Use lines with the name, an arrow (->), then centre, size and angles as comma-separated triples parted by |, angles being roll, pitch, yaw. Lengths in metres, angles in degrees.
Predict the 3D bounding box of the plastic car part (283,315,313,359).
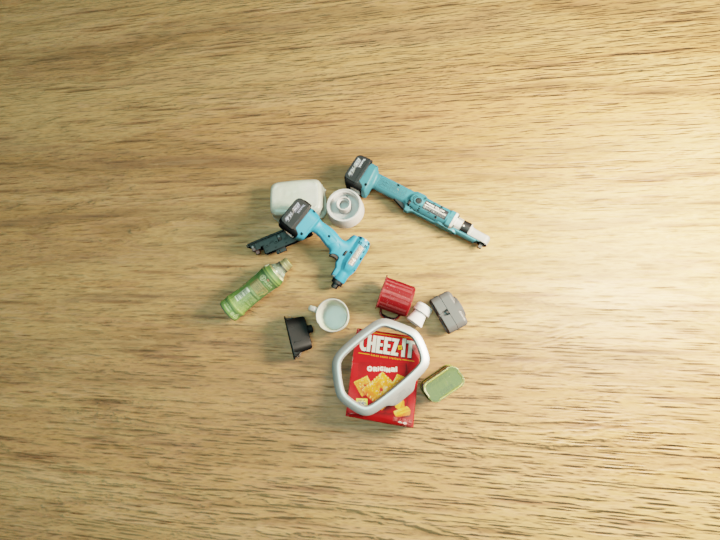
plastic car part -> -0.160, 0.170, 1.128 | 0.070, 0.065, 0.120 | -10, 70, -11

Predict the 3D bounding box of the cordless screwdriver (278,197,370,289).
cordless screwdriver -> -0.112, -0.073, 1.143 | 0.245, 0.075, 0.159 | 34, 82, -7

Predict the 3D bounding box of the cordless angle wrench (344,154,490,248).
cordless angle wrench -> 0.155, -0.182, 1.163 | 0.435, 0.072, 0.098 | 30, 82, 14

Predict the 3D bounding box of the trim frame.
trim frame -> 0.045, 0.229, 1.014 | 0.248, 0.026, 0.191 | -39, 69, -5

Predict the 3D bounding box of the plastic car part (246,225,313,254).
plastic car part -> -0.220, -0.089, 1.205 | 0.203, 0.065, 0.068 | -26, 79, 0
